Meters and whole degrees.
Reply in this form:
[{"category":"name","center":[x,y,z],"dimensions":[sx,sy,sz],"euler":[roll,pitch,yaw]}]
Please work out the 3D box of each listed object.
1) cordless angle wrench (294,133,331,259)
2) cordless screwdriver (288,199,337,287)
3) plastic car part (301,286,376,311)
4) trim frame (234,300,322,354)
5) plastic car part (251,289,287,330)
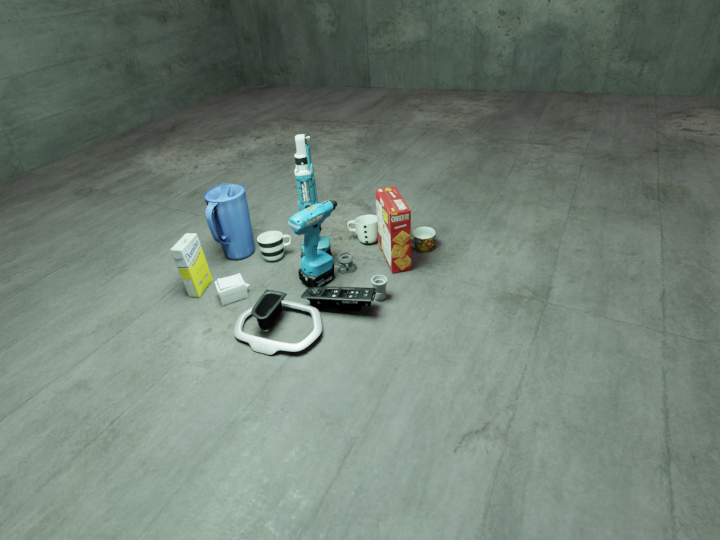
[{"category":"cordless angle wrench","center":[-0.154,-0.200,1.263],"dimensions":[0.098,0.408,0.076],"euler":[-4,34,1]},{"category":"cordless screwdriver","center":[-0.121,-0.079,1.234],"dimensions":[0.156,0.240,0.079],"euler":[-32,43,-33]},{"category":"plastic car part","center":[-0.060,0.078,1.156],"dimensions":[0.209,0.065,0.067],"euler":[4,36,16]},{"category":"trim frame","center":[-0.219,0.146,1.125],"dimensions":[0.258,0.026,0.184],"euler":[8,38,21]},{"category":"plastic car part","center":[-0.248,0.114,1.139],"dimensions":[0.068,0.068,0.117],"euler":[7,37,18]}]
